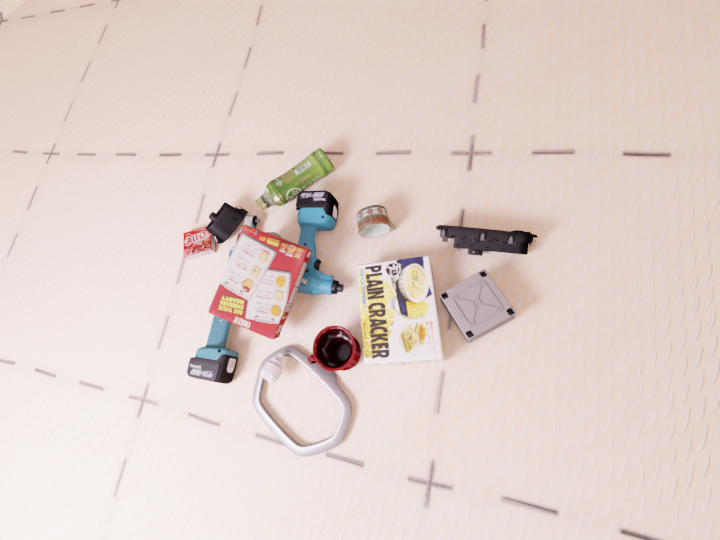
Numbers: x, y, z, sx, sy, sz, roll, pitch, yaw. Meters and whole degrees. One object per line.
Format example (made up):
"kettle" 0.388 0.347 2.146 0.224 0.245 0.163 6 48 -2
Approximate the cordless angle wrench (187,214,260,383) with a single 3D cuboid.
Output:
"cordless angle wrench" -0.320 0.055 1.048 0.101 0.071 0.429 3 70 18

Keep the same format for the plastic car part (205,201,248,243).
"plastic car part" -0.363 -0.133 1.117 0.116 0.067 0.069 -52 32 -5

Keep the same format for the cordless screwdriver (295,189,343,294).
"cordless screwdriver" -0.099 -0.065 1.015 0.165 0.071 0.251 6 77 20

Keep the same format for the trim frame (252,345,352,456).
"trim frame" -0.132 0.281 0.925 0.261 0.026 0.184 36 86 27

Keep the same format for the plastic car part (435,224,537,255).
"plastic car part" 0.265 -0.064 0.897 0.210 0.064 0.067 3 83 19
